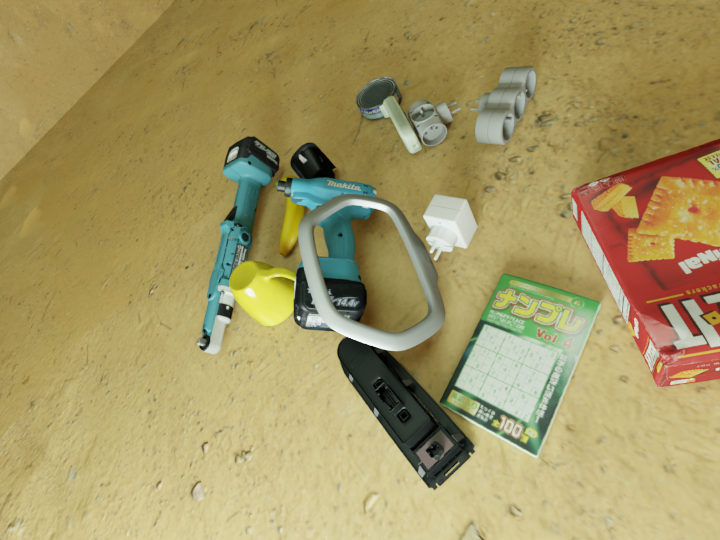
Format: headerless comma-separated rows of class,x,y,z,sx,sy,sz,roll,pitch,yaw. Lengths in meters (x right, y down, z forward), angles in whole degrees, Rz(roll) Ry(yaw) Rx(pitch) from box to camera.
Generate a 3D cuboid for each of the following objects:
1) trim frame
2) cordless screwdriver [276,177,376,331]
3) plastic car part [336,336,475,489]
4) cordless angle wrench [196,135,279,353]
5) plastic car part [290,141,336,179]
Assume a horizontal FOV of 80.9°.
trim frame,0.015,-0.009,0.564,0.180,0.027,0.259,-9,55,-15
cordless screwdriver,-0.061,-0.040,0.628,0.158,0.073,0.255,7,57,-4
plastic car part,0.031,0.145,0.498,0.066,0.063,0.215,-49,45,3
cordless angle wrench,-0.231,-0.058,0.783,0.077,0.092,0.432,-18,56,35
plastic car part,-0.074,-0.166,0.746,0.066,0.112,0.073,-33,73,8
